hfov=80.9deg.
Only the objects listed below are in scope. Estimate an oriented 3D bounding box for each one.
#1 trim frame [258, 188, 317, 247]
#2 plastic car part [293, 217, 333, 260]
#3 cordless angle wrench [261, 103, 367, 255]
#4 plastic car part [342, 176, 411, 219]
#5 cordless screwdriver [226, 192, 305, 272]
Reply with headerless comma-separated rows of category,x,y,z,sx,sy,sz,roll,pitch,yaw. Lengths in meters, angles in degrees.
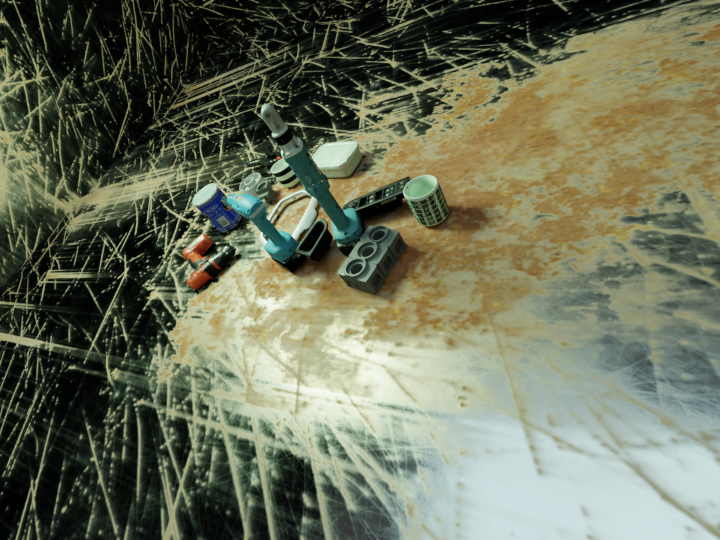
trim frame,-0.218,-0.156,1.294,0.193,0.026,0.250,2,55,36
plastic car part,-0.109,-0.071,1.110,0.070,0.067,0.116,13,61,42
cordless angle wrench,-0.101,-0.199,0.967,0.075,0.401,0.101,-23,42,15
plastic car part,0.043,-0.177,1.102,0.209,0.063,0.068,-15,45,24
cordless screwdriver,-0.252,-0.108,1.115,0.074,0.236,0.168,-49,42,-15
